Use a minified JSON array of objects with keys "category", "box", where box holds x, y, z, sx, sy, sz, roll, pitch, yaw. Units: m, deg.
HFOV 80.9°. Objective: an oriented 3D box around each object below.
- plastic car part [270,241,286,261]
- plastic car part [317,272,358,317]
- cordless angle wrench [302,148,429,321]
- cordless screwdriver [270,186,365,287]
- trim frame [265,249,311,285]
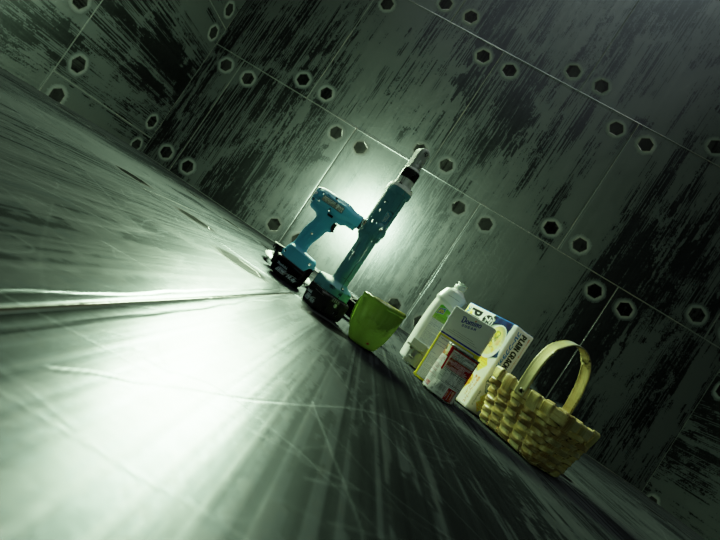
[{"category":"plastic car part","box":[-0.202,-0.024,1.170,0.116,0.071,0.066,34,-1,-3]},{"category":"plastic car part","box":[-0.044,0.084,1.151,0.212,0.067,0.063,33,-2,23]},{"category":"cordless angle wrench","box":[0.027,-0.089,0.921,0.071,0.423,0.102,34,-2,-25]},{"category":"cordless screwdriver","box":[-0.103,-0.067,1.054,0.159,0.248,0.074,34,-1,-1]},{"category":"trim frame","box":[-0.220,-0.005,1.309,0.180,0.027,0.254,34,-1,-14]}]
